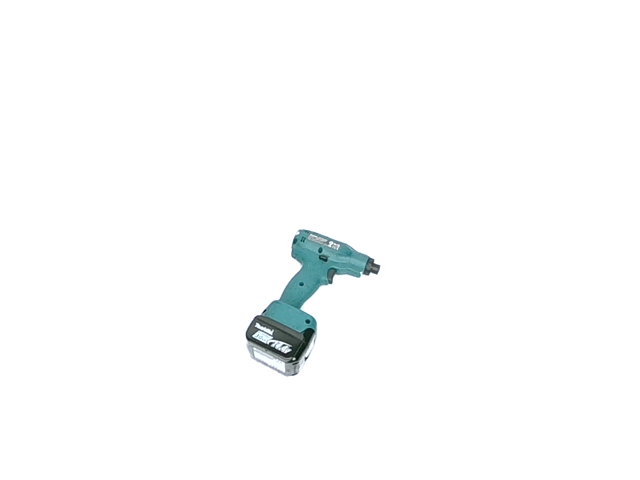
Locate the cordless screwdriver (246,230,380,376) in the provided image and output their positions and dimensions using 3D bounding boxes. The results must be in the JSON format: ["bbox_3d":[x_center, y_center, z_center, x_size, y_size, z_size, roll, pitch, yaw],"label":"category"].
[{"bbox_3d":[-0.008,0.098,0.697,0.159,0.247,0.074,20,-35,10],"label":"cordless screwdriver"}]
